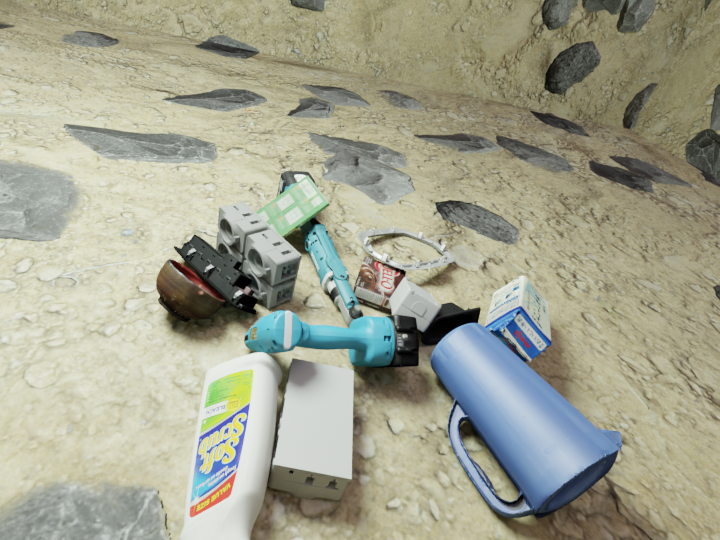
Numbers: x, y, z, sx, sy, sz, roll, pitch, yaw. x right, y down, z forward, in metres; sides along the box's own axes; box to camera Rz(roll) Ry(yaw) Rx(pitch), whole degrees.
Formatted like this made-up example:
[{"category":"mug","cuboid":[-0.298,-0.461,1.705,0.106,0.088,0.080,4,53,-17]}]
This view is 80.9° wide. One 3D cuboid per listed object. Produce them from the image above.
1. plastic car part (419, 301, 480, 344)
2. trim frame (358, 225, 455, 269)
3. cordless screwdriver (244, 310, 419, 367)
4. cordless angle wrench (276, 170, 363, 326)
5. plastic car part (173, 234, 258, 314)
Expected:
[{"category":"plastic car part","cuboid":[0.147,0.089,0.773,0.113,0.065,0.074,-5,25,-20]},{"category":"trim frame","cuboid":[0.105,-0.051,0.938,0.237,0.027,0.195,-7,36,-43]},{"category":"cordless screwdriver","cuboid":[-0.047,0.105,0.638,0.239,0.163,0.076,9,72,-26]},{"category":"cordless angle wrench","cuboid":[-0.085,-0.055,0.867,0.072,0.096,0.444,-3,43,-26]},{"category":"plastic car part","cuboid":[-0.251,-0.004,0.737,0.213,0.067,0.063,30,2,28]}]
